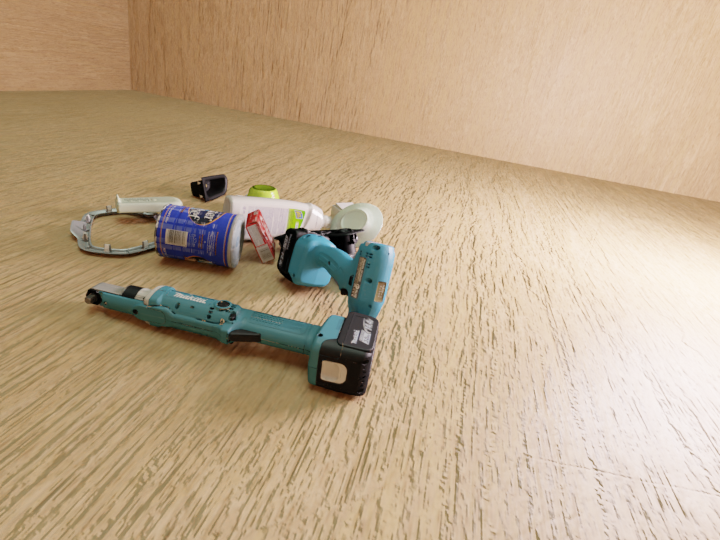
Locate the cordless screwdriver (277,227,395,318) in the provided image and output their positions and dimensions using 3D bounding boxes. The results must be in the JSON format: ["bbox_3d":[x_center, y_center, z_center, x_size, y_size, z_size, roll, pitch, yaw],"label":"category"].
[{"bbox_3d":[-0.051,0.016,0.699,0.071,0.159,0.262,10,5,-38],"label":"cordless screwdriver"}]

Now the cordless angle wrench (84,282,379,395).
[{"bbox_3d":[-0.191,0.071,0.591,0.432,0.073,0.098,11,24,11],"label":"cordless angle wrench"}]

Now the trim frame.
[{"bbox_3d":[-0.495,-0.090,0.878,0.178,0.027,0.262,-6,30,-26],"label":"trim frame"}]

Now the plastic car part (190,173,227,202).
[{"bbox_3d":[-0.424,-0.231,1.166,0.073,0.064,0.116,1,19,15],"label":"plastic car part"}]

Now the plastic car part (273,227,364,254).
[{"bbox_3d":[-0.084,-0.055,0.855,0.212,0.067,0.063,-4,3,39],"label":"plastic car part"}]
